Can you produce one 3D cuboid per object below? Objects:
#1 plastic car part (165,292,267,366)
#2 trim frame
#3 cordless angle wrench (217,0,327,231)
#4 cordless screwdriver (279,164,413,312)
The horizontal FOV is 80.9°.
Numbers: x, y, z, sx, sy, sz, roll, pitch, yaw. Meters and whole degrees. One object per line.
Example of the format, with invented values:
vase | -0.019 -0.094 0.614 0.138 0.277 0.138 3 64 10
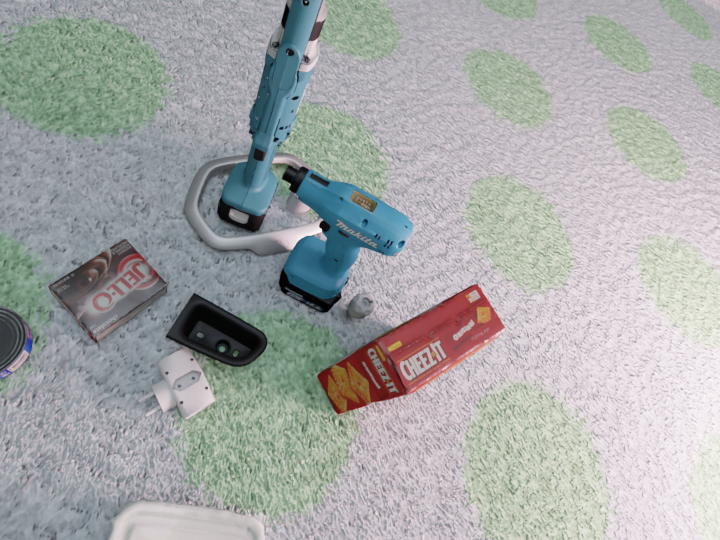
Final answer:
plastic car part | -0.187 0.092 0.560 0.115 0.071 0.066 29 59 -6
trim frame | -0.162 -0.114 0.698 0.241 0.027 0.189 -13 70 -25
cordless angle wrench | -0.109 -0.186 0.520 0.073 0.426 0.099 23 61 -14
cordless screwdriver | -0.055 -0.036 0.567 0.157 0.250 0.075 31 59 -7
